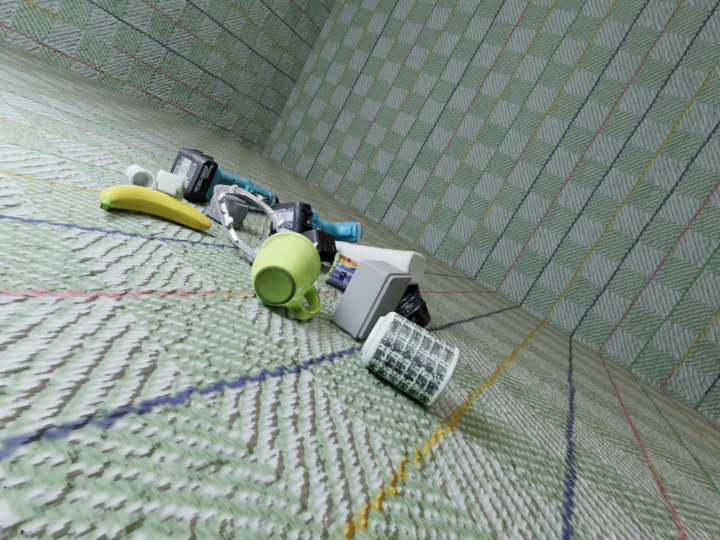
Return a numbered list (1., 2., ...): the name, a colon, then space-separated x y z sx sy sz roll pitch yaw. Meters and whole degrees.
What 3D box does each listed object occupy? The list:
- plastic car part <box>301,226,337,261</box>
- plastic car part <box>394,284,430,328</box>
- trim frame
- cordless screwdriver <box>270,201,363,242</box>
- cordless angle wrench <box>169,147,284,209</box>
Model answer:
1. plastic car part: -0.088 -0.058 0.899 0.068 0.072 0.111 -13 -8 25
2. plastic car part: 0.106 0.078 0.861 0.067 0.067 0.201 55 10 -2
3. trim frame: -0.185 -0.081 0.782 0.174 0.028 0.262 27 23 -42
4. cordless screwdriver: -0.124 -0.105 1.033 0.167 0.075 0.236 0 -4 36
5. cordless angle wrench: -0.292 -0.194 1.045 0.077 0.098 0.408 29 7 17
